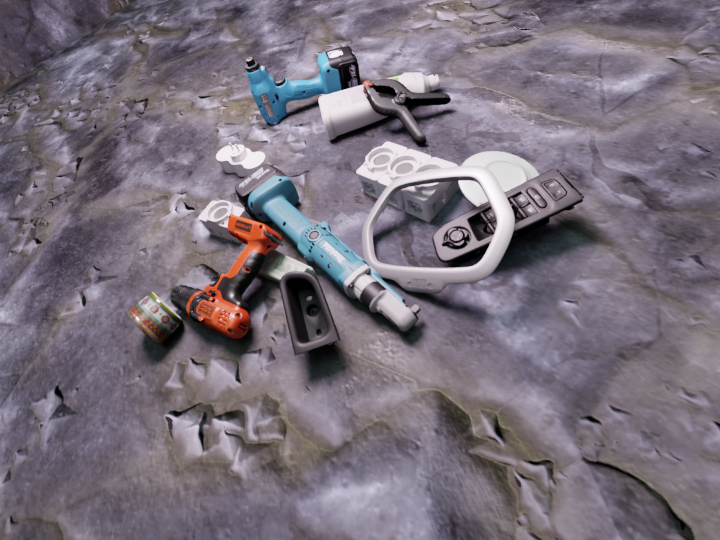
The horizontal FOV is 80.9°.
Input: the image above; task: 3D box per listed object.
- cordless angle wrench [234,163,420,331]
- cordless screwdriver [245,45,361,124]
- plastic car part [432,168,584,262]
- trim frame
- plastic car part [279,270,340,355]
[{"bbox_3d":[-0.068,-0.045,0.698,0.097,0.071,0.447,-40,53,-11],"label":"cordless angle wrench"},{"bbox_3d":[-0.130,-0.442,0.963,0.250,0.152,0.077,-17,51,5],"label":"cordless screwdriver"},{"bbox_3d":[0.200,-0.068,0.609,0.204,0.064,0.069,-25,63,7],"label":"plastic car part"},{"bbox_3d":[0.098,-0.060,0.612,0.261,0.026,0.185,2,76,43],"label":"trim frame"},{"bbox_3d":[-0.072,0.061,0.615,0.066,0.068,0.121,-20,66,3],"label":"plastic car part"}]
